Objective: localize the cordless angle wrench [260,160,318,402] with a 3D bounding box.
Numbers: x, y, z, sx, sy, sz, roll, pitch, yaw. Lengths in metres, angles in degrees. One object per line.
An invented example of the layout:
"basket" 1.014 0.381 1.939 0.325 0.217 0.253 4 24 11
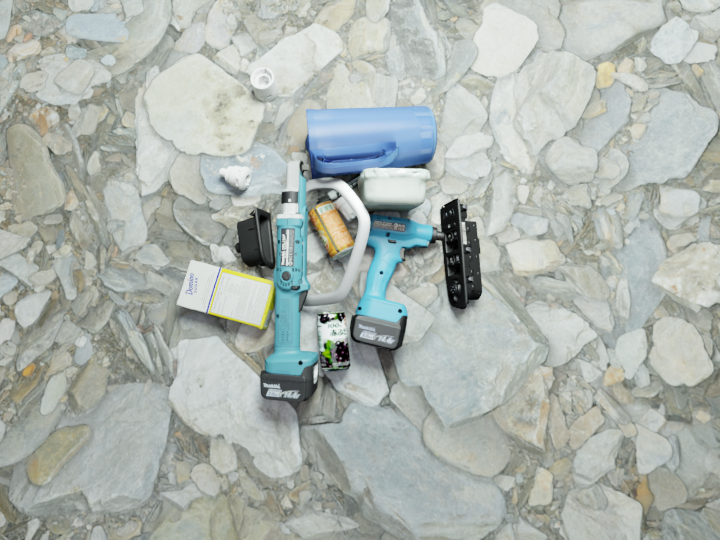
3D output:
"cordless angle wrench" -0.125 0.011 0.763 0.100 0.073 0.424 0 88 11

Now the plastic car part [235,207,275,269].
"plastic car part" -0.212 -0.057 0.830 0.073 0.064 0.117 -7 83 16

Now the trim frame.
"trim frame" -0.077 -0.050 0.786 0.193 0.026 0.246 23 104 26

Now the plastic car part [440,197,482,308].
"plastic car part" 0.191 -0.028 0.794 0.065 0.068 0.205 7 77 -24

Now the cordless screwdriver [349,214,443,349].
"cordless screwdriver" 0.065 0.021 0.785 0.161 0.073 0.251 7 76 4
